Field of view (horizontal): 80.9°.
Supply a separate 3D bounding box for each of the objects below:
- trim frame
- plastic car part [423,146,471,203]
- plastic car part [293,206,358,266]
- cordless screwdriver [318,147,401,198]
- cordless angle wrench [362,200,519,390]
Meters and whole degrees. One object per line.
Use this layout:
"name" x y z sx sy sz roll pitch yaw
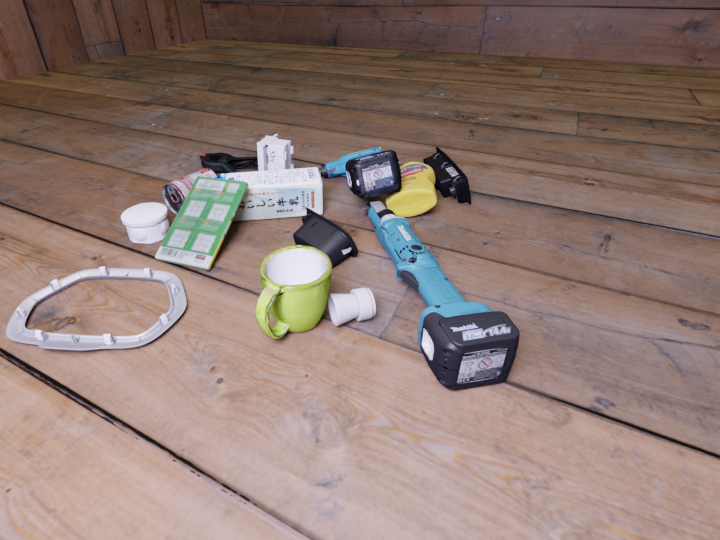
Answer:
"trim frame" -0.376 0.050 0.612 0.250 0.027 0.188 3 37 3
"plastic car part" 0.183 -0.210 0.933 0.068 0.063 0.210 -23 35 12
"plastic car part" -0.070 -0.046 0.715 0.070 0.063 0.123 -39 52 -22
"cordless screwdriver" -0.010 -0.211 0.892 0.159 0.072 0.256 -14 22 -2
"cordless angle wrench" 0.083 -0.011 0.648 0.096 0.072 0.442 -8 34 -12
